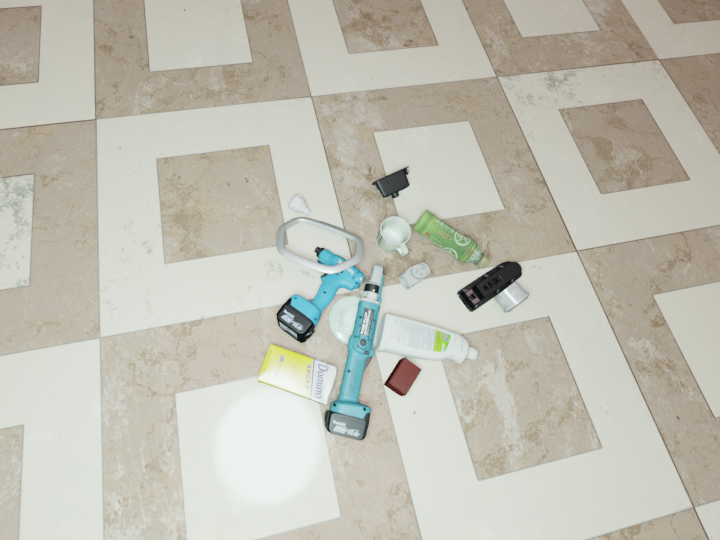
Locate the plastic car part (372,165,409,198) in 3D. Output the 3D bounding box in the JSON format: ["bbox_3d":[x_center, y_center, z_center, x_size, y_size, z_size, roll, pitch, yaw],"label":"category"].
[{"bbox_3d":[0.097,-0.251,1.251,0.115,0.067,0.071,-29,90,-13],"label":"plastic car part"}]

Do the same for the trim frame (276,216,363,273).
[{"bbox_3d":[-0.111,-0.073,1.140,0.257,0.027,0.184,19,49,17],"label":"trim frame"}]

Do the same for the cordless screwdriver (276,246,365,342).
[{"bbox_3d":[-0.122,0.053,1.098,0.165,0.072,0.246,36,65,18],"label":"cordless screwdriver"}]

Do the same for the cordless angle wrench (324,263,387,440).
[{"bbox_3d":[0.003,0.182,1.041,0.097,0.074,0.428,14,70,-4],"label":"cordless angle wrench"}]

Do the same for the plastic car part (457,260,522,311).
[{"bbox_3d":[0.365,0.030,1.159,0.200,0.066,0.069,-30,69,-19],"label":"plastic car part"}]
